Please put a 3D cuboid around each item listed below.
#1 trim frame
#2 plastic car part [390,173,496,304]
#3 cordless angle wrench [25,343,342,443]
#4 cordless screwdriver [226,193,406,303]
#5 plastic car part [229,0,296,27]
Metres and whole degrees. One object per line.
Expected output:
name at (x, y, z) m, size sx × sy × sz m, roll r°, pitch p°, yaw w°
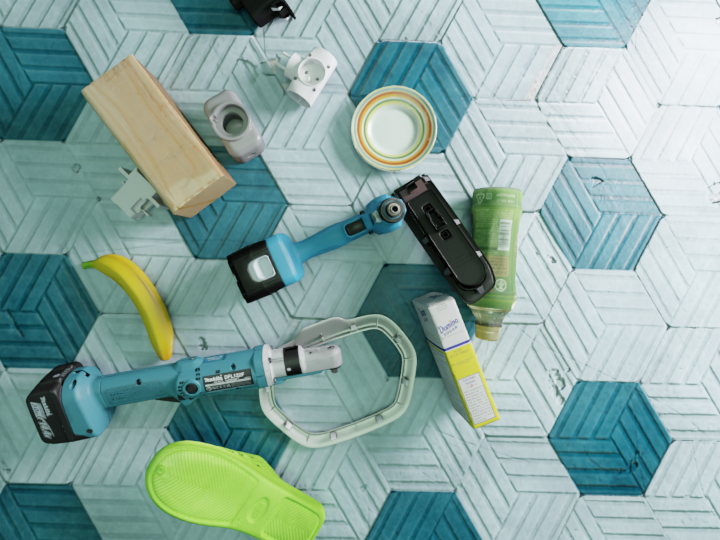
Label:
trim frame at (-0.034, 0.165, 0.640) m, size 0.249 × 0.027 × 0.184 m, roll -19°, pitch 88°, yaw 1°
plastic car part at (0.120, -0.051, 0.597) m, size 0.066 × 0.065 × 0.208 m, roll -30°, pitch 75°, yaw 0°
cordless angle wrench at (-0.236, 0.155, 0.602) m, size 0.422 × 0.076 × 0.096 m, roll -10°, pitch 108°, yaw -1°
cordless screwdriver at (-0.056, -0.037, 0.578) m, size 0.249 × 0.160 × 0.074 m, roll -24°, pitch 94°, yaw 0°
plastic car part at (-0.161, -0.417, 0.636) m, size 0.071 × 0.065 × 0.117 m, roll -37°, pitch 88°, yaw 12°
